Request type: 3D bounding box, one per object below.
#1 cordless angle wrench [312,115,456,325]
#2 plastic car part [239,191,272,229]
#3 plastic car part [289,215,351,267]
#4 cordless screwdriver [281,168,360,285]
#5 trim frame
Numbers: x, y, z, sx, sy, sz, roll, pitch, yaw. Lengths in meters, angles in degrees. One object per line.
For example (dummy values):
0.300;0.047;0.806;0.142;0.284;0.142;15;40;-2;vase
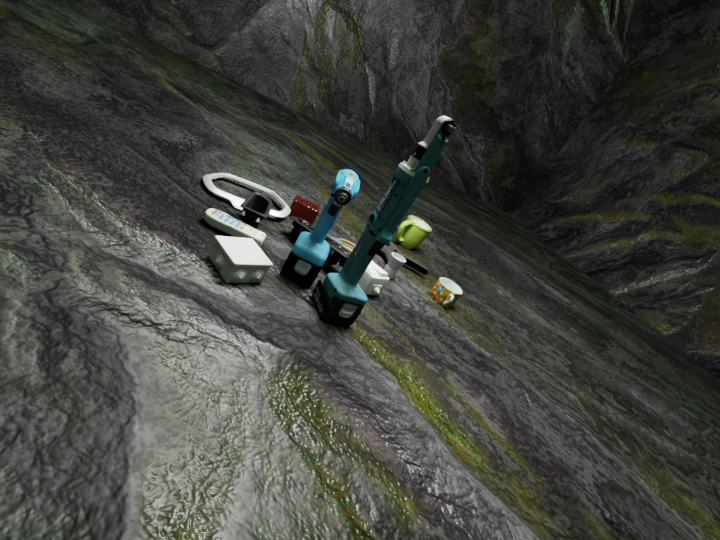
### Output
0.042;-0.085;0.772;0.071;0.422;0.103;18;26;-30;cordless angle wrench
-0.250;-0.132;0.992;0.065;0.071;0.119;26;23;-11;plastic car part
-0.101;-0.066;1.031;0.212;0.067;0.063;40;24;25;plastic car part
-0.078;-0.081;0.852;0.073;0.248;0.162;28;22;-9;cordless screwdriver
-0.303;-0.203;1.137;0.240;0.027;0.191;20;24;-19;trim frame
